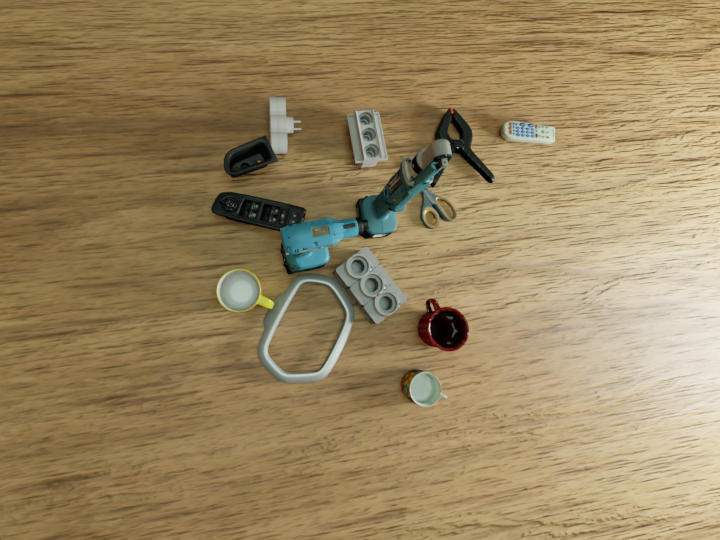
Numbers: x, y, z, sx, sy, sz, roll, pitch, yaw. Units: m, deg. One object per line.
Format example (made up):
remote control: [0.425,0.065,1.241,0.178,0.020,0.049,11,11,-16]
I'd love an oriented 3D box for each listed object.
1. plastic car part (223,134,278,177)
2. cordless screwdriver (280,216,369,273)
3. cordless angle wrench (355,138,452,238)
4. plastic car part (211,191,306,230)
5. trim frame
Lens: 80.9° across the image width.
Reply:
plastic car part: [-0.255,-0.247,0.961,0.115,0.071,0.067,-26,86,-12]
cordless screwdriver: [-0.083,-0.055,0.853,0.157,0.250,0.075,-12,85,-13]
cordless angle wrench: [0.073,-0.149,0.801,0.073,0.425,0.099,-6,84,-13]
plastic car part: [-0.227,-0.127,0.943,0.201,0.067,0.067,14,79,-5]
trim frame: [-0.119,0.125,0.926,0.184,0.027,0.249,27,77,-1]
